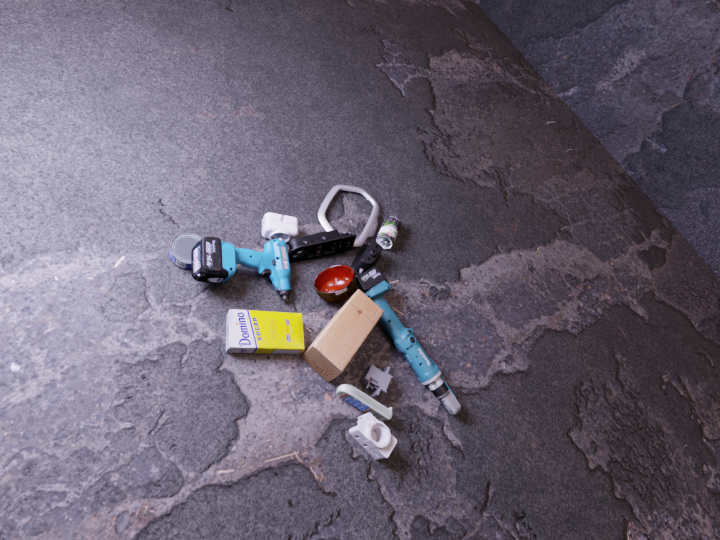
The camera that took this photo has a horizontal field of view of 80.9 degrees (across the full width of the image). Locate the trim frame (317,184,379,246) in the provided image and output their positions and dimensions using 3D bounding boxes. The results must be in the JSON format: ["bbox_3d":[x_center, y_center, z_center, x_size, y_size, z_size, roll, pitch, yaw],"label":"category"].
[{"bbox_3d":[-0.031,-0.172,1.294,0.183,0.027,0.250,27,50,-3],"label":"trim frame"}]

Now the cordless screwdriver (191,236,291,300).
[{"bbox_3d":[-0.276,-0.001,1.022,0.237,0.076,0.163,1,69,-40],"label":"cordless screwdriver"}]

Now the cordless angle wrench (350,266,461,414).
[{"bbox_3d":[0.122,0.188,1.111,0.095,0.075,0.432,-27,76,-37],"label":"cordless angle wrench"}]

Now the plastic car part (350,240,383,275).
[{"bbox_3d":[0.026,-0.040,1.211,0.066,0.071,0.116,35,48,-1],"label":"plastic car part"}]

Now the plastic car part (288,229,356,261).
[{"bbox_3d":[-0.113,-0.074,1.160,0.197,0.066,0.070,-18,65,-26],"label":"plastic car part"}]
